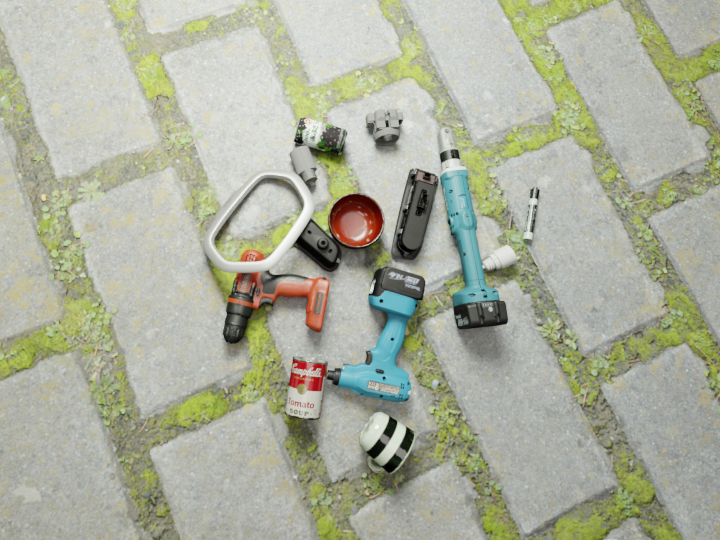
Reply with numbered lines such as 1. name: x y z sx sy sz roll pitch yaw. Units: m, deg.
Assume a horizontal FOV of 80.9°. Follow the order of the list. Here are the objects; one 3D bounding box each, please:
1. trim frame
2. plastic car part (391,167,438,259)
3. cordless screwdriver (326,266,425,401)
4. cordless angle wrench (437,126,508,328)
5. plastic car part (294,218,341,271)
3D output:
1. trim frame: -0.199 -0.100 0.830 0.191 0.026 0.248 26 72 18
2. plastic car part: 0.118 -0.118 0.873 0.065 0.068 0.204 18 82 -11
3. cordless screwdriver: 0.032 0.116 0.816 0.158 0.074 0.250 11 83 -3
4. cordless angle wrench: 0.207 -0.098 0.862 0.074 0.097 0.430 -6 77 -6
5. plastic car part: -0.082 -0.054 0.838 0.118 0.070 0.066 42 80 5
